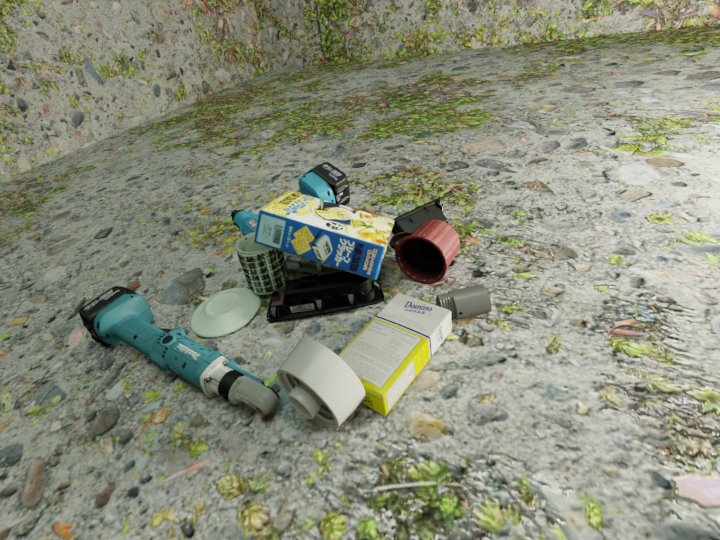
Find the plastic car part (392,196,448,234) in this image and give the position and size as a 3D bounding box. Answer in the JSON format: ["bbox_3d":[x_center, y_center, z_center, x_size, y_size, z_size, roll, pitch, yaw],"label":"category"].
[{"bbox_3d":[0.124,-0.083,0.830,0.115,0.063,0.075,-26,50,-13],"label":"plastic car part"}]

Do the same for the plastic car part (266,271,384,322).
[{"bbox_3d":[-0.063,0.035,0.722,0.205,0.065,0.067,-6,27,7],"label":"plastic car part"}]

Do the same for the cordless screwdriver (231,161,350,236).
[{"bbox_3d":[-0.152,-0.144,0.919,0.246,0.071,0.168,-40,55,-21],"label":"cordless screwdriver"}]

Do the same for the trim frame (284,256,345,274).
[{"bbox_3d":[-0.086,-0.056,0.875,0.261,0.026,0.183,14,50,33],"label":"trim frame"}]

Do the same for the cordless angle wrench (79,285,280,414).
[{"bbox_3d":[-0.295,0.126,0.667,0.445,0.071,0.097,16,43,33],"label":"cordless angle wrench"}]
